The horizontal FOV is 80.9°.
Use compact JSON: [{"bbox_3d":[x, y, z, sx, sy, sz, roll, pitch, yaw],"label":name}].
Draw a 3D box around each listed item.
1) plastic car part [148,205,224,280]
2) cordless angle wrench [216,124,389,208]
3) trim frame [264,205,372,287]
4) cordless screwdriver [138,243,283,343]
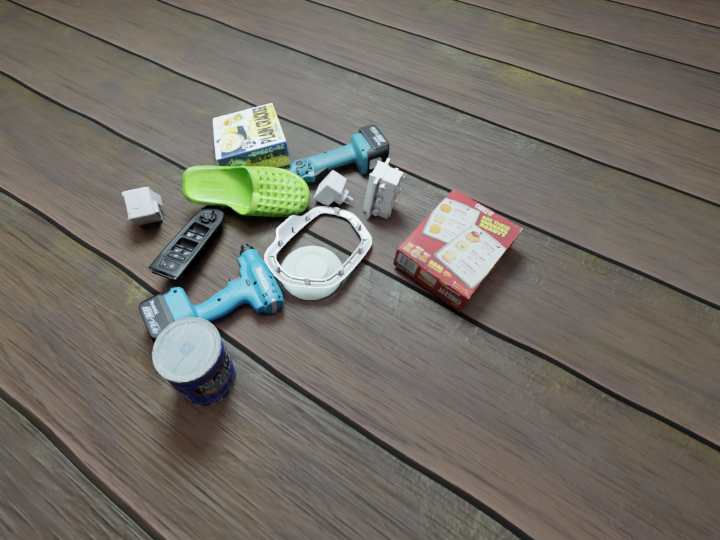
[{"bbox_3d":[-0.342,-0.053,0.871,0.068,0.064,0.205,12,53,13],"label":"plastic car part"},{"bbox_3d":[-0.139,-0.231,0.990,0.418,0.072,0.102,-21,60,-11],"label":"cordless angle wrench"},{"bbox_3d":[-0.086,-0.056,0.877,0.191,0.027,0.246,27,54,20],"label":"trim frame"},{"bbox_3d":[-0.287,0.044,0.806,0.244,0.072,0.166,-22,59,-19],"label":"cordless screwdriver"}]
